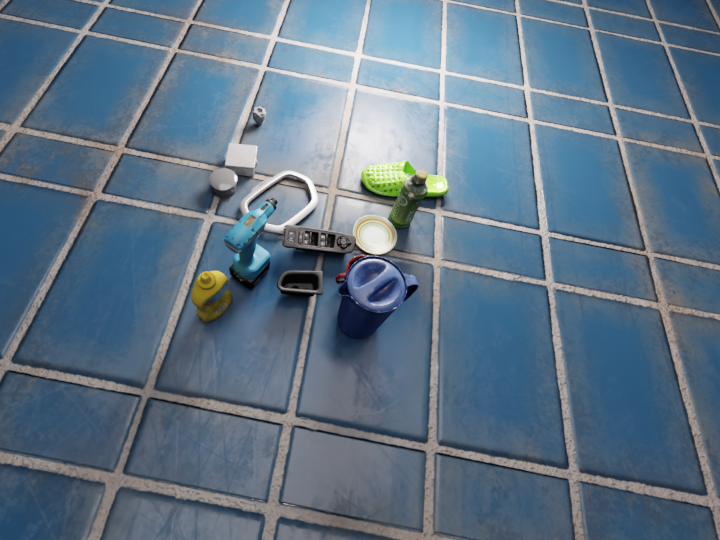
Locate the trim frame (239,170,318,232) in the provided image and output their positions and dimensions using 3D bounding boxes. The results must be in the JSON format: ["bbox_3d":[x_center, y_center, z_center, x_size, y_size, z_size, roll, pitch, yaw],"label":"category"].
[{"bbox_3d":[-0.238,-0.207,1.252,0.189,0.027,0.246,39,64,14],"label":"trim frame"}]

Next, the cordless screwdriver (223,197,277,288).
[{"bbox_3d":[-0.261,-0.066,1.048,0.076,0.245,0.158,33,62,6],"label":"cordless screwdriver"}]

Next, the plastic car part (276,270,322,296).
[{"bbox_3d":[-0.160,0.041,1.101,0.115,0.070,0.068,2,62,-7],"label":"plastic car part"}]

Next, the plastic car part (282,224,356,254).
[{"bbox_3d":[-0.115,-0.075,1.171,0.201,0.066,0.068,5,62,-4],"label":"plastic car part"}]
